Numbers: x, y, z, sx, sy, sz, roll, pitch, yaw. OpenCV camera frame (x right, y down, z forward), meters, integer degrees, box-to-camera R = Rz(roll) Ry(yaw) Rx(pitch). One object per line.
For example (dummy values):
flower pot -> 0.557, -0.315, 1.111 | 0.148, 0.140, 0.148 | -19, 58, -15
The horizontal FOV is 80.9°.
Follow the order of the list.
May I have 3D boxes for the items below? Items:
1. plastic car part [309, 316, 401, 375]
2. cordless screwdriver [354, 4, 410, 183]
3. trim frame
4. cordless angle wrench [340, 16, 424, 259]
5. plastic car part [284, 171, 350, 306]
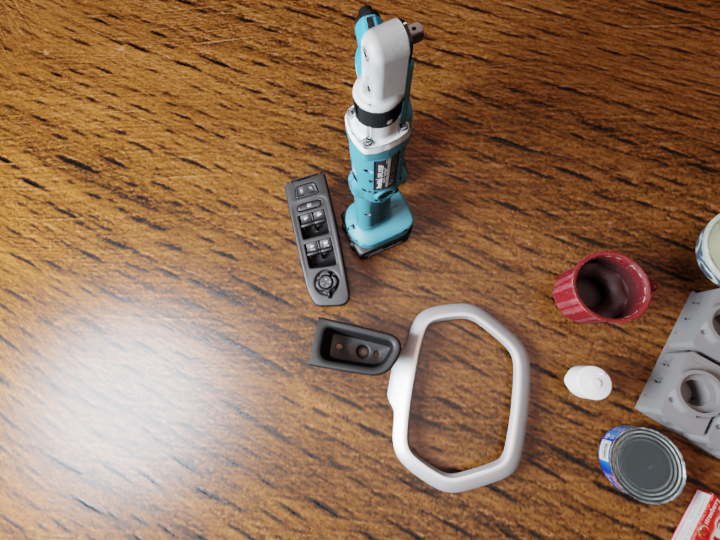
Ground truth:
plastic car part -> -0.005, 0.111, 0.591 | 0.118, 0.069, 0.066 | 10, 77, 8
cordless screwdriver -> 0.022, -0.221, 0.589 | 0.074, 0.243, 0.162 | -10, 76, 0
trim frame -> 0.133, 0.167, 0.581 | 0.187, 0.027, 0.251 | 10, 76, 9
cordless angle wrench -> 0.019, -0.106, 0.469 | 0.098, 0.414, 0.076 | -23, 78, -3
plastic car part -> -0.063, -0.041, 0.642 | 0.066, 0.065, 0.207 | -14, 74, 1
